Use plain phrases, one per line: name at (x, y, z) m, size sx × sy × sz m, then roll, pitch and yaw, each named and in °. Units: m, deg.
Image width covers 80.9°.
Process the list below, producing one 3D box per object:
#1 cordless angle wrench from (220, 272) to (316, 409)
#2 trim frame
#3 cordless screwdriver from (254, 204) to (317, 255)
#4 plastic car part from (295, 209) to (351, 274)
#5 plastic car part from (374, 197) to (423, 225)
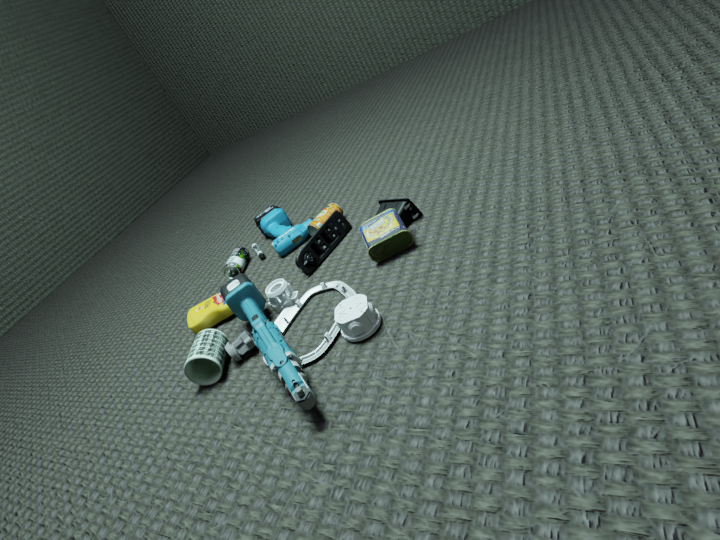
cordless angle wrench at (-0.182, 0.128, 0.825) m, size 0.074 × 0.093 × 0.446 m, roll -38°, pitch 34°, yaw -11°
trim frame at (-0.108, 0.106, 0.880) m, size 0.193 × 0.026 × 0.248 m, roll -5°, pitch 42°, yaw 41°
cordless screwdriver at (-0.230, -0.141, 1.316) m, size 0.158 × 0.071 × 0.262 m, roll -37°, pitch 34°, yaw -10°
plastic car part at (-0.108, -0.071, 1.106) m, size 0.070 × 0.064 × 0.202 m, roll -14°, pitch 33°, yaw 48°
plastic car part at (0.079, -0.132, 1.030) m, size 0.122 × 0.063 × 0.071 m, roll 6°, pitch 60°, yaw 52°
